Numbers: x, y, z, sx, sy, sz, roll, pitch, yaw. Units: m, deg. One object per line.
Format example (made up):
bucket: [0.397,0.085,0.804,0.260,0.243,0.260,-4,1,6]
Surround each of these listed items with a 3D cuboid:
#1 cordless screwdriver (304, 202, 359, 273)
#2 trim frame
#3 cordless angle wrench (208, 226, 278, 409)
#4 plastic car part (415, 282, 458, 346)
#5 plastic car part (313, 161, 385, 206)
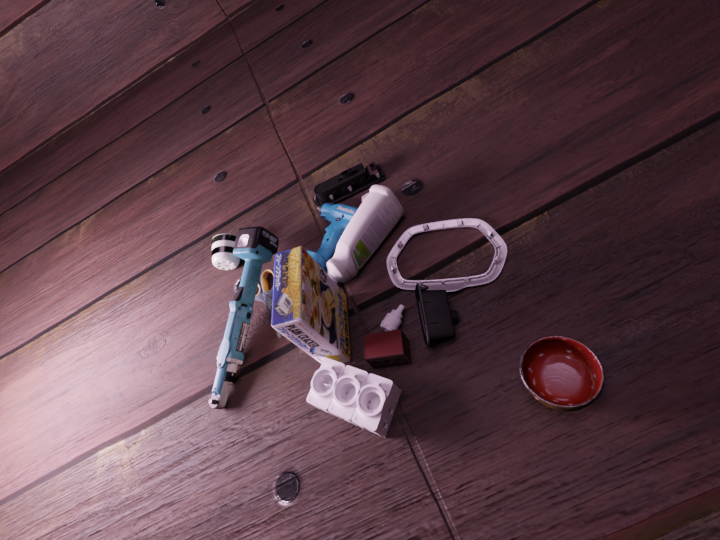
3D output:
cordless screwdriver: [-0.101,-0.066,1.033,0.168,0.070,0.248,21,66,37]
trim frame: [0.174,-0.033,0.891,0.257,0.026,0.188,-5,57,24]
cordless angle wrench: [-0.283,0.103,0.995,0.077,0.092,0.429,-4,66,29]
plastic car part: [0.148,0.083,0.805,0.071,0.064,0.120,-12,66,3]
plastic car part: [-0.040,-0.231,1.122,0.205,0.063,0.069,-26,57,13]
